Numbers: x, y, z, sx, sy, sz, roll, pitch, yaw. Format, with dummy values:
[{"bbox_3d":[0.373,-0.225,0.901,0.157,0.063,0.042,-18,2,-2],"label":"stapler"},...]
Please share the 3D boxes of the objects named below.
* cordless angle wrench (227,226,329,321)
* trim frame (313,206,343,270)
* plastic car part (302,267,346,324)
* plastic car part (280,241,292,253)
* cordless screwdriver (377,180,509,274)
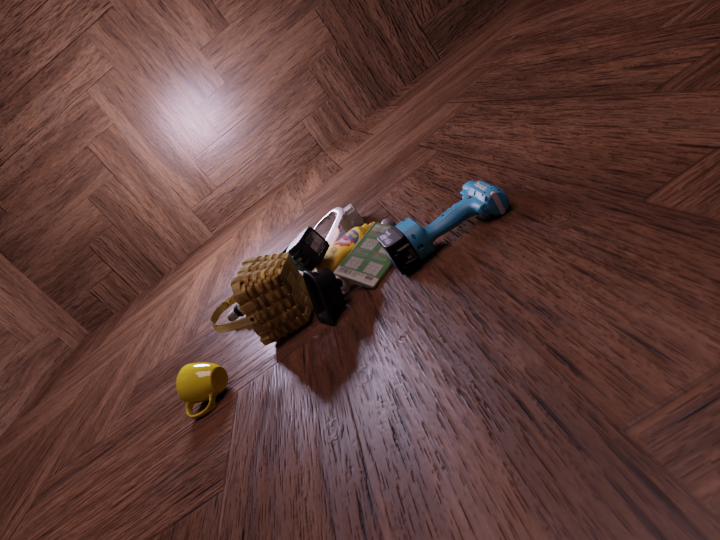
[{"bbox_3d":[-0.245,0.038,1.121,0.430,0.073,0.098,-37,18,36],"label":"cordless angle wrench"},{"bbox_3d":[-0.119,-0.078,1.213,0.190,0.026,0.249,-9,51,60],"label":"trim frame"},{"bbox_3d":[-0.068,0.045,0.890,0.069,0.115,0.069,-21,9,-30],"label":"plastic car part"},{"bbox_3d":[-0.219,-0.029,1.305,0.070,0.063,0.202,-1,42,44],"label":"plastic car part"},{"bbox_3d":[0.157,-0.102,0.859,0.250,0.072,0.163,-32,22,8],"label":"cordless screwdriver"}]
